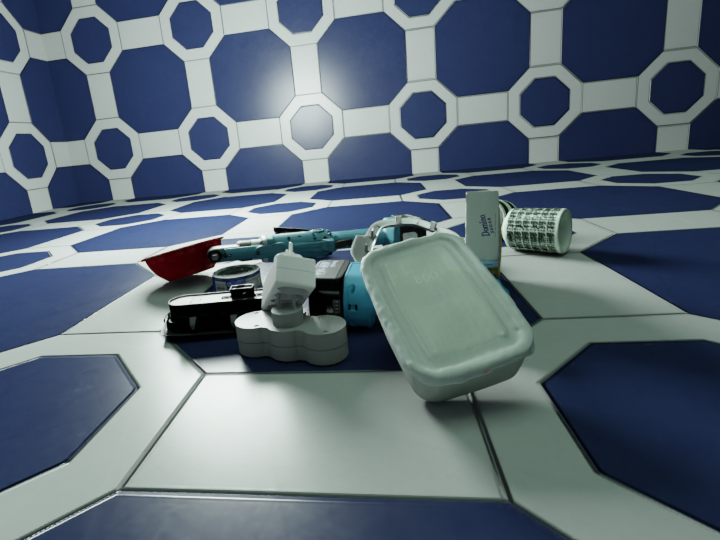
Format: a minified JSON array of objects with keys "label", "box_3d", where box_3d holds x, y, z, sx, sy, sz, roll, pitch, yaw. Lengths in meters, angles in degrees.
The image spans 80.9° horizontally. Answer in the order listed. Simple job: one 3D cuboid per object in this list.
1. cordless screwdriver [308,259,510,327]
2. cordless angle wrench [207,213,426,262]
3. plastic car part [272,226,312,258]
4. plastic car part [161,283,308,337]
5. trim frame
[{"label":"cordless screwdriver","box_3d":[0.063,0.029,0.558,0.256,0.073,0.158,3,18,15]},{"label":"cordless angle wrench","box_3d":[-0.080,-0.053,0.823,0.414,0.073,0.101,-7,16,-14]},{"label":"plastic car part","box_3d":[-0.145,-0.050,0.915,0.121,0.064,0.071,5,33,22]},{"label":"plastic car part","box_3d":[-0.175,0.055,0.576,0.203,0.065,0.068,-8,23,1]},{"label":"trim frame","box_3d":[0.078,-0.030,0.707,0.189,0.026,0.251,5,37,12]}]
